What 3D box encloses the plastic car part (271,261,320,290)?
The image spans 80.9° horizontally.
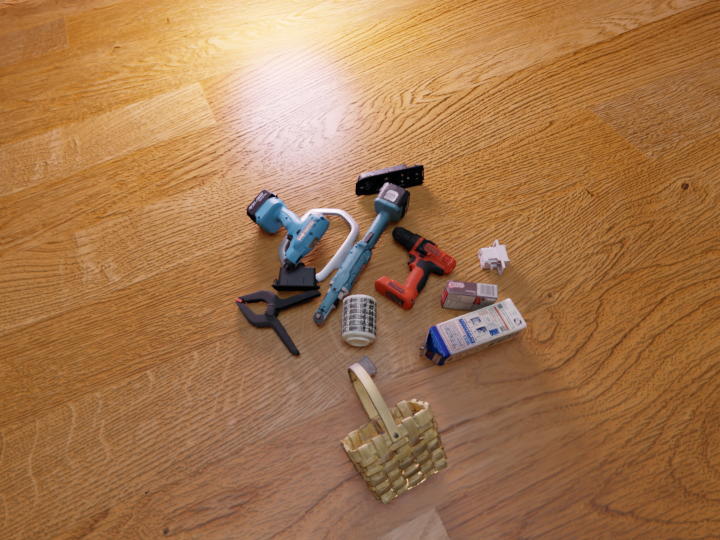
[{"bbox_3d":[-0.159,0.015,1.062,0.118,0.064,0.072,-3,76,5],"label":"plastic car part"}]

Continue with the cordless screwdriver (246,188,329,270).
[{"bbox_3d":[-0.208,-0.109,1.106,0.263,0.070,0.159,31,81,38],"label":"cordless screwdriver"}]

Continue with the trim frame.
[{"bbox_3d":[-0.112,-0.073,1.144,0.191,0.026,0.248,27,64,20],"label":"trim frame"}]

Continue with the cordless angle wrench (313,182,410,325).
[{"bbox_3d":[-0.001,-0.041,1.086,0.077,0.095,0.423,26,69,16],"label":"cordless angle wrench"}]

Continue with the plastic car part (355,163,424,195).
[{"bbox_3d":[0.077,-0.269,1.221,0.202,0.064,0.070,-16,51,-4],"label":"plastic car part"}]
